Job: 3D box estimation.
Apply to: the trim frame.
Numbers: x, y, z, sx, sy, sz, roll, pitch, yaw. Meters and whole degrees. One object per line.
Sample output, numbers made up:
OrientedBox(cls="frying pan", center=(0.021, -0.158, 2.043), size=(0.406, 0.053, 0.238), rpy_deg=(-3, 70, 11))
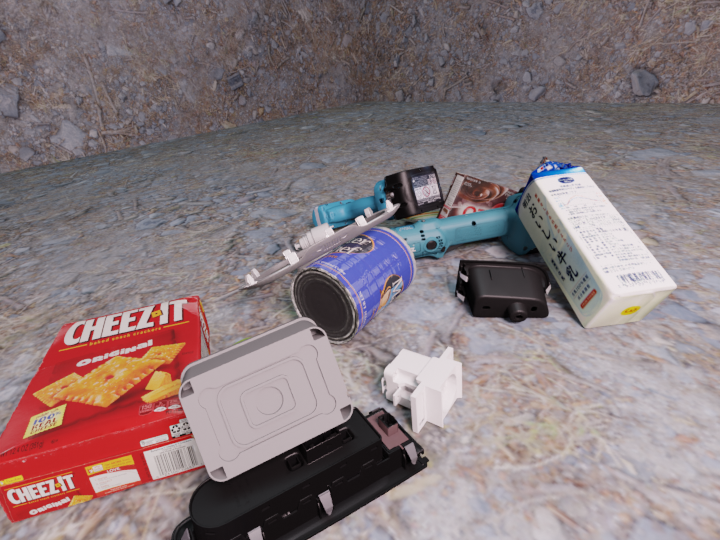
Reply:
OrientedBox(cls="trim frame", center=(-0.057, -0.037, 0.578), size=(0.246, 0.027, 0.188), rpy_deg=(-28, 10, -11))

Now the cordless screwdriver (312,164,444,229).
OrientedBox(cls="cordless screwdriver", center=(0.041, -0.127, 0.783), size=(0.153, 0.074, 0.259), rpy_deg=(-19, 8, -40))

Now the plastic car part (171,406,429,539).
OrientedBox(cls="plastic car part", center=(-0.043, 0.160, 0.325), size=(0.198, 0.065, 0.070), rpy_deg=(-22, 38, -23))

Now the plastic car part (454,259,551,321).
OrientedBox(cls="plastic car part", center=(0.184, 0.032, 0.532), size=(0.119, 0.063, 0.072), rpy_deg=(3, 42, 11))

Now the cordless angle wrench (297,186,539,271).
OrientedBox(cls="cordless angle wrench", center=(0.106, -0.050, 0.672), size=(0.422, 0.095, 0.077), rpy_deg=(-11, 29, -2))
